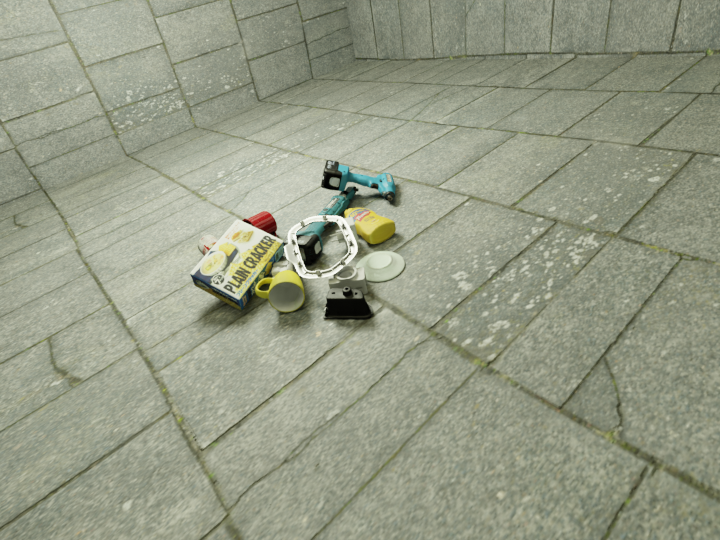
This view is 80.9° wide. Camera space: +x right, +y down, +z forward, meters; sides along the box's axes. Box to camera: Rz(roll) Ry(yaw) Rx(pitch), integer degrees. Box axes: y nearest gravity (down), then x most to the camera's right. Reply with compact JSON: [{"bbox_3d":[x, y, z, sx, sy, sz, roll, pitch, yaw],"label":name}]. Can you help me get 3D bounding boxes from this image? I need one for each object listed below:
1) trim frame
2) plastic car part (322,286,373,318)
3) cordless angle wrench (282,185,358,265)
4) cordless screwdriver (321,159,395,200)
[{"bbox_3d":[-0.110,-0.072,1.120,0.184,0.026,0.260,-21,45,0],"label":"trim frame"},{"bbox_3d":[-0.032,0.069,0.983,0.120,0.068,0.066,-3,37,21],"label":"plastic car part"},{"bbox_3d":[-0.105,-0.168,1.337,0.102,0.071,0.422,5,38,23],"label":"cordless angle wrench"},{"bbox_3d":[-0.005,-0.292,1.412,0.247,0.073,0.164,8,35,-5],"label":"cordless screwdriver"}]
